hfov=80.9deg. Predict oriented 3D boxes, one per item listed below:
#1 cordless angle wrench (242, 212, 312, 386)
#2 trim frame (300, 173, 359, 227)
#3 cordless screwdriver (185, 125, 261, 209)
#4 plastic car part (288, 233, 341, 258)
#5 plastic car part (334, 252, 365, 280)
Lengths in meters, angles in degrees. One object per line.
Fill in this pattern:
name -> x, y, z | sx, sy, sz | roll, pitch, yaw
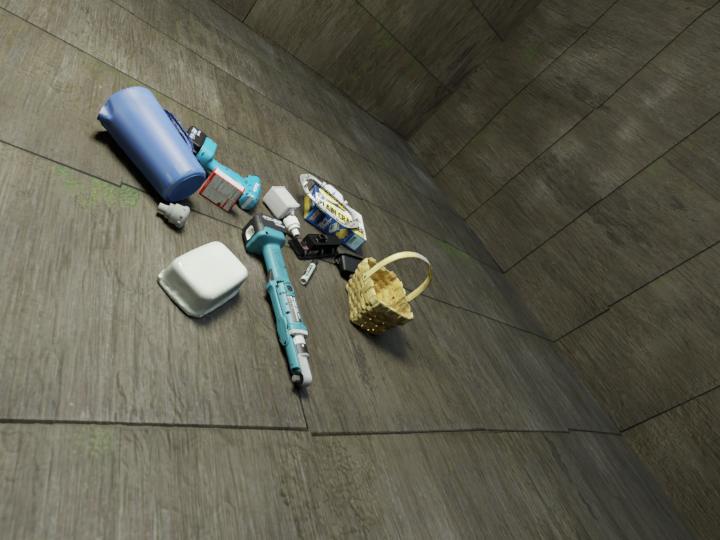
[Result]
cordless angle wrench -> -0.173, 0.053, 0.928 | 0.092, 0.075, 0.442 | 19, 38, -43
trim frame -> -0.096, -0.224, 1.353 | 0.245, 0.028, 0.186 | 38, 25, -9
cordless screwdriver -> -0.371, -0.279, 1.136 | 0.239, 0.075, 0.164 | 38, 25, -23
plastic car part -> -0.119, -0.078, 1.220 | 0.069, 0.067, 0.194 | 48, 22, 20
plastic car part -> -0.026, -0.003, 1.251 | 0.110, 0.067, 0.073 | 15, 53, -41
